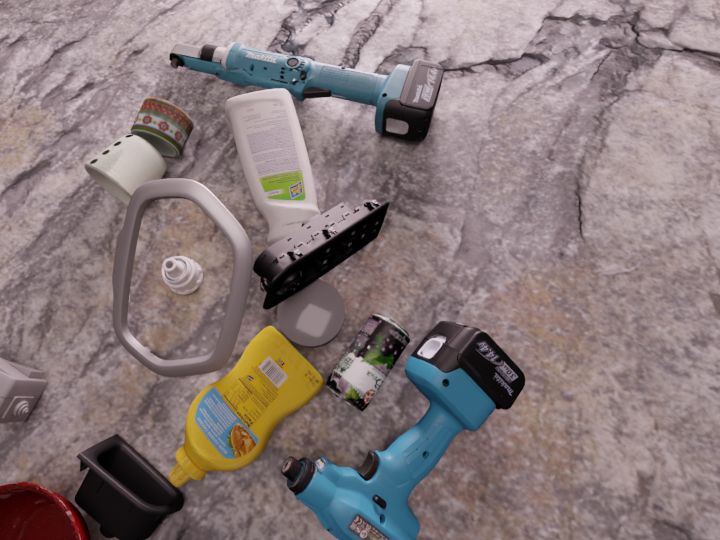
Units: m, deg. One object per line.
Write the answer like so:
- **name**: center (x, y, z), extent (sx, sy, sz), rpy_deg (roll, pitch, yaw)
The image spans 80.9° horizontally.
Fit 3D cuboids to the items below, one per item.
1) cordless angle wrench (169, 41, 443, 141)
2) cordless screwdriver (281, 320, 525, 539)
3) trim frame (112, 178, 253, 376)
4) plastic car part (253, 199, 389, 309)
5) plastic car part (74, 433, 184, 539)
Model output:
- **cordless angle wrench**: center (-0.098, -0.293, 0.639), extent (0.432, 0.072, 0.099), rpy_deg (16, 72, 11)
- **cordless screwdriver**: center (0.045, 0.160, 0.439), extent (0.156, 0.076, 0.248), rpy_deg (40, 78, -11)
- **trim frame**: center (-0.216, 0.015, 0.494), extent (0.188, 0.027, 0.246), rpy_deg (19, 108, 11)
- **plastic car part**: center (-0.049, -0.032, 0.501), extent (0.069, 0.066, 0.199), rpy_deg (40, 53, 11)
- **plastic car part**: center (-0.261, 0.250, 0.460), extent (0.119, 0.064, 0.071), rpy_deg (36, 91, 10)
